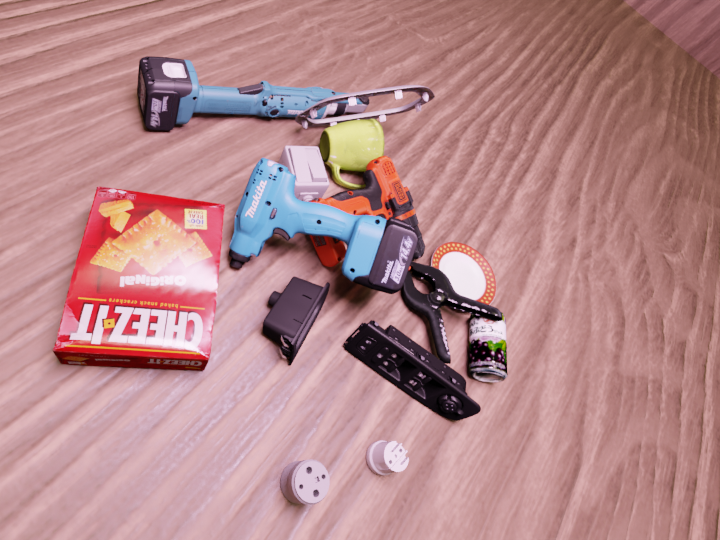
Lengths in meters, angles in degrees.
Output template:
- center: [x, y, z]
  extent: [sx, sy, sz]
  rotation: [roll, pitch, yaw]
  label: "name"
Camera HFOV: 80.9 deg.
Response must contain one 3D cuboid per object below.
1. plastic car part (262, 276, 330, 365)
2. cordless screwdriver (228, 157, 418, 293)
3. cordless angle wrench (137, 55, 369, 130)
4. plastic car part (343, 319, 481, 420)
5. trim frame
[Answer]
- center: [-0.096, 0.057, 0.584]
  extent: [0.072, 0.065, 0.117]
  rotation: [21, 52, 4]
  label: "plastic car part"
- center: [-0.057, -0.037, 0.584]
  extent: [0.251, 0.074, 0.158]
  rotation: [24, 99, 5]
  label: "cordless screwdriver"
- center: [-0.160, -0.300, 0.745]
  extent: [0.407, 0.099, 0.076]
  rotation: [-11, 69, -32]
  label: "cordless angle wrench"
- center: [0.077, 0.139, 0.606]
  extent: [0.204, 0.066, 0.066]
  rotation: [38, 29, 2]
  label: "plastic car part"
- center: [0.008, -0.280, 0.737]
  extent: [0.246, 0.187, 0.027]
  rotation: [-12, 98, -7]
  label: "trim frame"
